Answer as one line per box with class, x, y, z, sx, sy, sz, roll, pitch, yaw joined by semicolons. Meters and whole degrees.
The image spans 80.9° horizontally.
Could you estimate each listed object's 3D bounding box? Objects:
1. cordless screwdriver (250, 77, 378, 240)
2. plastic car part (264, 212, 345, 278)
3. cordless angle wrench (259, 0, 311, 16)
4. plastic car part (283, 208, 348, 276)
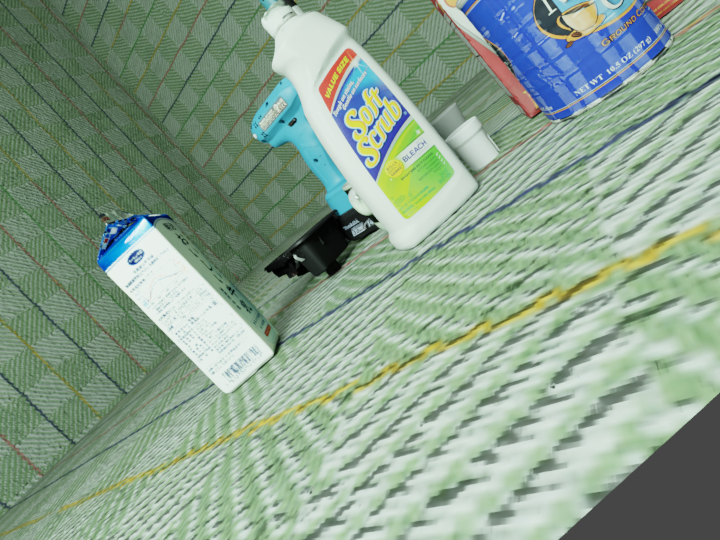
cordless screwdriver;-0.034;-0.174;0.612;0.162;0.246;0.074;-36;8;39
plastic car part;-0.069;-0.045;0.709;0.068;0.066;0.201;-34;14;45
cordless angle wrench;-0.030;-0.321;0.702;0.097;0.418;0.076;-46;7;-37
plastic car part;-0.055;-0.028;0.590;0.067;0.070;0.116;-38;11;28
